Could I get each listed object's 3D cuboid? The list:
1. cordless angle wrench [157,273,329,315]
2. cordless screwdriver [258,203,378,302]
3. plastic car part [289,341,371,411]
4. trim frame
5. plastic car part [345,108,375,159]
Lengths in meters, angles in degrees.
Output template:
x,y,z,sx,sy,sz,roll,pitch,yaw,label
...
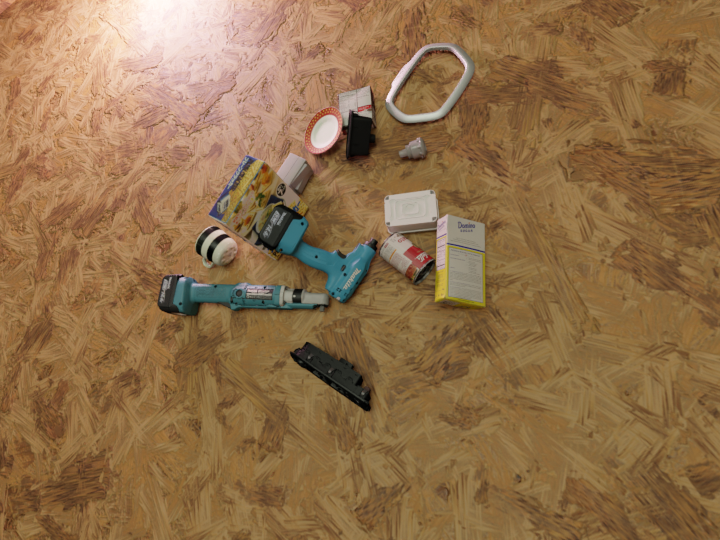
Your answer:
x,y,z,sx,sy,sz,roll,pitch,yaw,label
-0.278,0.062,1.002,0.435,0.071,0.099,0,72,17,cordless angle wrench
-0.090,-0.059,0.924,0.245,0.075,0.159,35,84,-8,cordless screwdriver
-0.060,0.208,0.875,0.212,0.063,0.067,23,70,24,plastic car part
0.170,-0.469,1.057,0.192,0.026,0.248,30,85,25,trim frame
0.001,-0.333,1.038,0.071,0.067,0.114,1,112,-3,plastic car part
